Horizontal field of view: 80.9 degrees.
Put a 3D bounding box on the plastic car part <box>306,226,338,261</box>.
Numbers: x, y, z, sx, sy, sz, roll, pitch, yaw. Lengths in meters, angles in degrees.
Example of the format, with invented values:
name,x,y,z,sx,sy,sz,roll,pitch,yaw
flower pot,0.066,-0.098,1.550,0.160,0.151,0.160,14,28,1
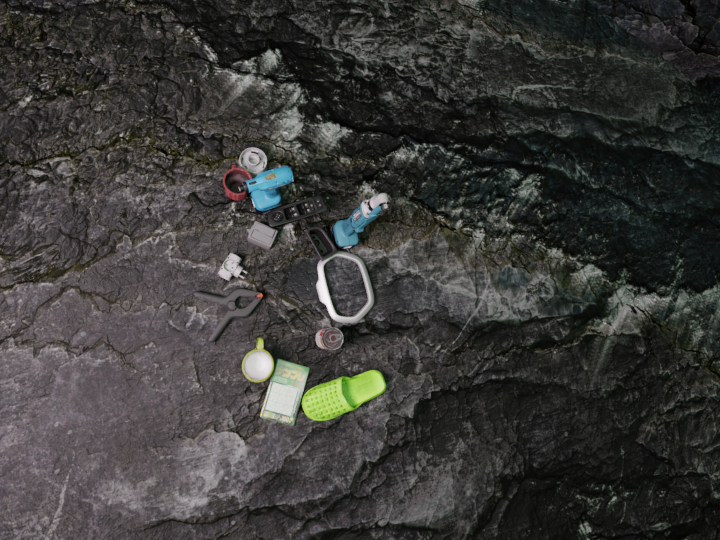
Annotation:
name,x,y,z,sx,sy,sz,roll,pitch,yaw
plastic car part,-0.137,-0.090,1.405,0.065,0.071,0.117,-32,87,-19

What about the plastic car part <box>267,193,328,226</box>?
name,x,y,z,sx,sy,sz,roll,pitch,yaw
plastic car part,-0.217,-0.194,1.413,0.199,0.068,0.067,-19,84,-17

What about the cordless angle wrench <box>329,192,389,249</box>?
name,x,y,z,sx,sy,sz,roll,pitch,yaw
cordless angle wrench,-0.003,-0.151,1.263,0.072,0.428,0.099,-8,83,-19

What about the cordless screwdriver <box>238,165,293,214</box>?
name,x,y,z,sx,sy,sz,roll,pitch,yaw
cordless screwdriver,-0.303,-0.241,1.309,0.156,0.252,0.075,-21,87,-19

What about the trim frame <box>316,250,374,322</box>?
name,x,y,z,sx,sy,sz,roll,pitch,yaw
trim frame,-0.054,0.053,1.413,0.180,0.028,0.252,-14,80,-16
